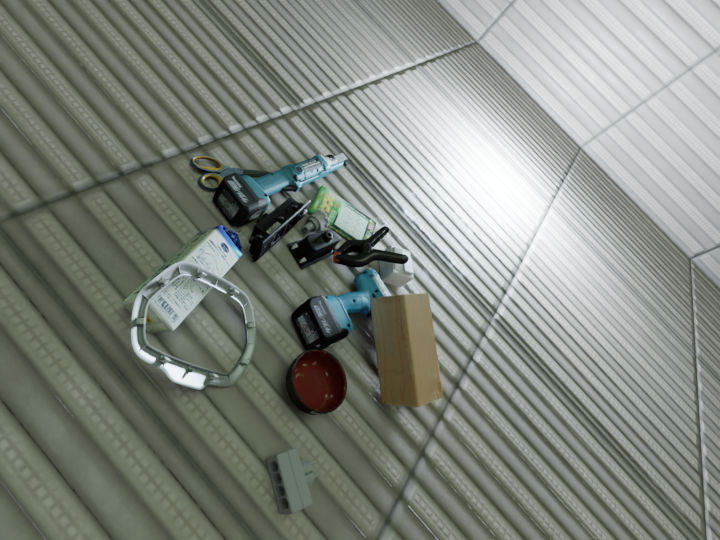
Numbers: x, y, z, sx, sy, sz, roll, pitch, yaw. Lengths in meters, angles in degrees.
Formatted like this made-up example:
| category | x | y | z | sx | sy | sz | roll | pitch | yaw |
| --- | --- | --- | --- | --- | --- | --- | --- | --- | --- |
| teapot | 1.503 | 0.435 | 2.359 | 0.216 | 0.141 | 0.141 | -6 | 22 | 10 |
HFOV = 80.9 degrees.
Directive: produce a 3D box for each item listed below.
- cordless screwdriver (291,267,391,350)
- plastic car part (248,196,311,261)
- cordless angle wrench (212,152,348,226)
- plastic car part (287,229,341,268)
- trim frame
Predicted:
| category | x | y | z | sx | sy | sz | roll | pitch | yaw |
| --- | --- | --- | --- | --- | --- | --- | --- | --- | --- |
| cordless screwdriver | -0.014 | 0.098 | 0.882 | 0.240 | 0.075 | 0.162 | -23 | 76 | -46 |
| plastic car part | -0.180 | -0.102 | 0.918 | 0.069 | 0.065 | 0.200 | 33 | 45 | 11 |
| cordless angle wrench | -0.160 | -0.224 | 1.013 | 0.099 | 0.075 | 0.413 | 50 | 44 | 3 |
| plastic car part | -0.092 | -0.060 | 0.940 | 0.113 | 0.072 | 0.067 | -25 | 78 | -39 |
| trim frame | -0.254 | 0.093 | 0.684 | 0.234 | 0.029 | 0.187 | 41 | 51 | -46 |
